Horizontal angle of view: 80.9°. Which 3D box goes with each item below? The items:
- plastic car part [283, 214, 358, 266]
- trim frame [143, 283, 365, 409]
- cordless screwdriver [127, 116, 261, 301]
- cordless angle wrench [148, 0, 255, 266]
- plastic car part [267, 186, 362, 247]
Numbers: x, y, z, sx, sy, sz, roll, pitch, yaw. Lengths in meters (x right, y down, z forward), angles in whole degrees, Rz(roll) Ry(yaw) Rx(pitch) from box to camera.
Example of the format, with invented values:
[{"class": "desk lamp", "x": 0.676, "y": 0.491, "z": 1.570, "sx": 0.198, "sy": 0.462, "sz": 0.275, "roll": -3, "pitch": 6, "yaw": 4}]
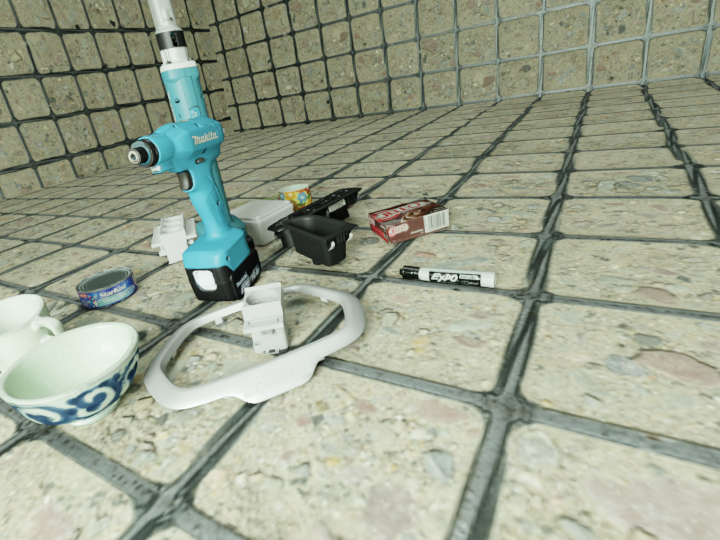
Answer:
[{"class": "plastic car part", "x": -0.063, "y": -0.041, "z": 0.649, "sx": 0.064, "sy": 0.069, "sz": 0.123, "roll": -27, "pitch": 29, "yaw": -35}, {"class": "trim frame", "x": -0.114, "y": 0.075, "z": 0.472, "sx": 0.243, "sy": 0.027, "sz": 0.193, "roll": -19, "pitch": 26, "yaw": -17}, {"class": "cordless screwdriver", "x": -0.217, "y": -0.071, "z": 0.566, "sx": 0.076, "sy": 0.242, "sz": 0.159, "roll": -2, "pitch": 24, "yaw": 17}, {"class": "cordless angle wrench", "x": -0.254, "y": -0.204, "z": 0.661, "sx": 0.072, "sy": 0.411, "sz": 0.103, "roll": -20, "pitch": 25, "yaw": -27}, {"class": "plastic car part", "x": -0.082, "y": -0.096, "z": 0.777, "sx": 0.197, "sy": 0.065, "sz": 0.070, "roll": -29, "pitch": 30, "yaw": -36}]
